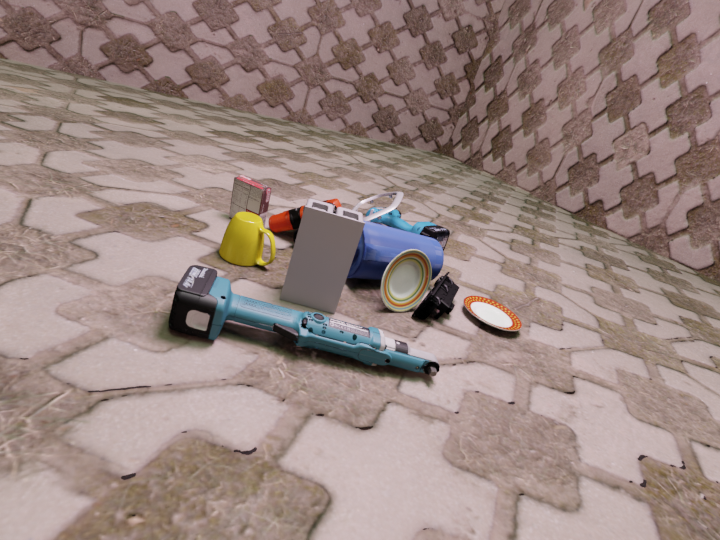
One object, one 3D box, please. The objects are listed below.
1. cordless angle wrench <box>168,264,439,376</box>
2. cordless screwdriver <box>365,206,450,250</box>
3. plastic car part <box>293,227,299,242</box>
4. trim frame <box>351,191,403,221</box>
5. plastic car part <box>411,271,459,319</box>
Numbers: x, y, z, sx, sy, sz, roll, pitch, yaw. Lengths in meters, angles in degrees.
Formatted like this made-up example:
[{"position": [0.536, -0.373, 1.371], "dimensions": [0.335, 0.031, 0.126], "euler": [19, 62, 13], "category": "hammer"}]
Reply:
[{"position": [-0.075, 0.095, 0.661], "dimensions": [0.417, 0.073, 0.100], "euler": [16, 24, -7], "category": "cordless angle wrench"}, {"position": [0.153, -0.134, 1.294], "dimensions": [0.263, 0.073, 0.152], "euler": [30, 26, 35], "category": "cordless screwdriver"}, {"position": [-0.098, -0.064, 1.005], "dimensions": [0.112, 0.065, 0.074], "euler": [-10, 50, -40], "category": "plastic car part"}, {"position": [0.035, -0.183, 1.249], "dimensions": [0.189, 0.027, 0.249], "euler": [-13, 24, 21], "category": "trim frame"}, {"position": [0.174, 0.055, 0.912], "dimensions": [0.068, 0.066, 0.200], "euler": [32, 26, 7], "category": "plastic car part"}]
